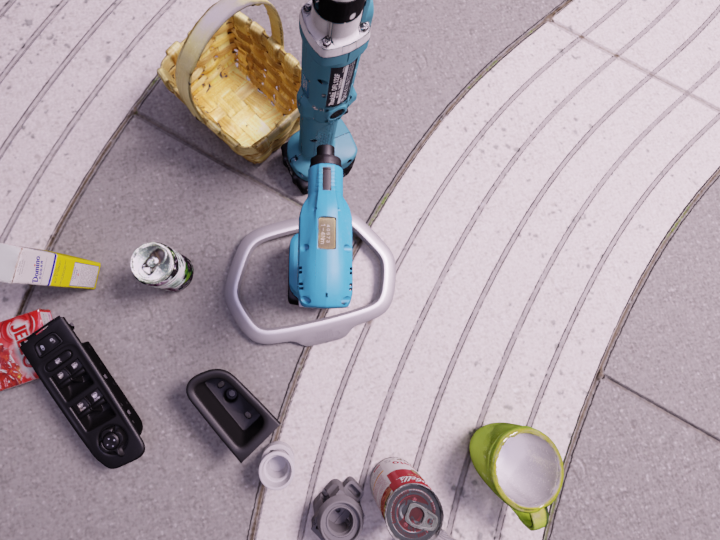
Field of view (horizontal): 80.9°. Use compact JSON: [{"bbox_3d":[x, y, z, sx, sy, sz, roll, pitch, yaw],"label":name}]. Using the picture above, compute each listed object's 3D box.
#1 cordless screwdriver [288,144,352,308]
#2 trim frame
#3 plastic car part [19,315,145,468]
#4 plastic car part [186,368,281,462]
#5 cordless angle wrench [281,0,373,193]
[{"bbox_3d":[-0.049,-0.032,0.503,0.074,0.249,0.161,1,82,-8],"label":"cordless screwdriver"},{"bbox_3d":[-0.071,0.012,0.605,0.246,0.027,0.186,-14,81,-6],"label":"trim frame"},{"bbox_3d":[-0.345,0.158,0.543,0.066,0.067,0.205,-35,84,-10],"label":"plastic car part"},{"bbox_3d":[-0.166,0.172,0.549,0.065,0.071,0.117,-43,86,-10],"label":"plastic car part"},{"bbox_3d":[-0.035,-0.186,0.443,0.097,0.423,0.075,-26,88,-11],"label":"cordless angle wrench"}]
